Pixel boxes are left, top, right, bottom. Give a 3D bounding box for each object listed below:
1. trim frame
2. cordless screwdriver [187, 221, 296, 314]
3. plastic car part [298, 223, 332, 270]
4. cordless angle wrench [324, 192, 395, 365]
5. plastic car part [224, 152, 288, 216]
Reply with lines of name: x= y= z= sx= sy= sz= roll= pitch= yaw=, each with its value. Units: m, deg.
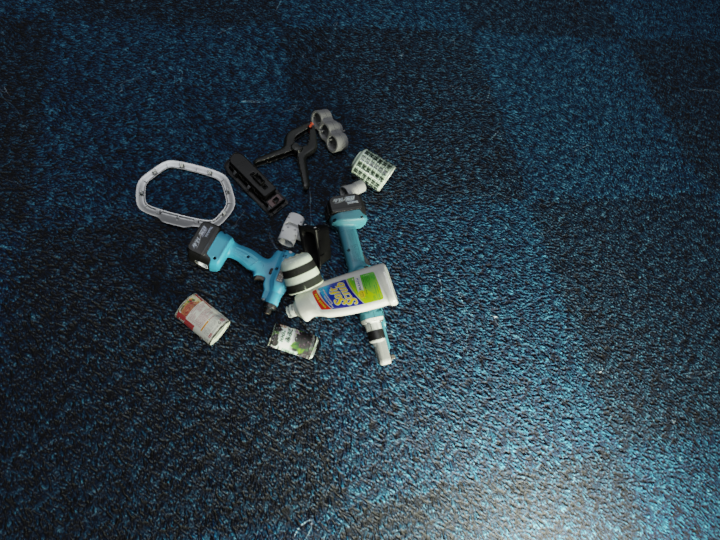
trim frame: x=-0.442 y=-0.193 z=1.072 sx=0.246 sy=0.027 sz=0.187 roll=15 pitch=67 yaw=-5
cordless screwdriver: x=-0.286 y=-0.006 z=0.996 sx=0.246 sy=0.074 sz=0.161 roll=21 pitch=66 yaw=-5
plastic car part: x=-0.102 y=-0.067 z=1.044 sx=0.070 sy=0.113 sz=0.069 roll=20 pitch=40 yaw=42
cordless angle wrench: x=0.003 y=0.018 z=1.036 sx=0.096 sy=0.074 sz=0.433 roll=-10 pitch=72 yaw=-14
plastic car part: x=-0.278 y=-0.234 z=1.099 sx=0.208 sy=0.066 sz=0.066 roll=44 pitch=74 yaw=12
